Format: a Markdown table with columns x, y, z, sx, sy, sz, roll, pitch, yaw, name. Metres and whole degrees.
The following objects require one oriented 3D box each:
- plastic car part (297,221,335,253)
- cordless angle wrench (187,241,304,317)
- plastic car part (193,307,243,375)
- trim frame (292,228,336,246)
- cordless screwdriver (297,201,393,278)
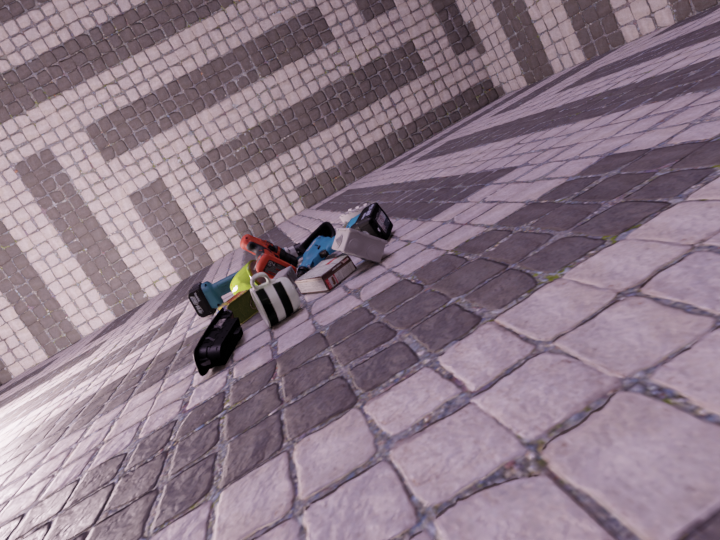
| x | y | z | sx | sy | sz | roll | pitch | yaw | name |
| --- | --- | --- | --- | --- | --- | --- | --- | --- | --- |
| -0.118 | -0.077 | 1.209 | 0.116 | 0.067 | 0.070 | -49 | -6 | -16 | plastic car part |
| -0.312 | 0.003 | 1.284 | 0.421 | 0.096 | 0.076 | -27 | 15 | -5 | cordless angle wrench |
| -0.270 | 0.138 | 0.827 | 0.068 | 0.065 | 0.205 | -2 | 16 | 3 | plastic car part |
| -0.177 | -0.086 | 1.437 | 0.259 | 0.027 | 0.181 | -10 | 23 | 48 | trim frame |
| -0.048 | -0.063 | 1.037 | 0.256 | 0.072 | 0.159 | -23 | 23 | 36 | cordless screwdriver |
